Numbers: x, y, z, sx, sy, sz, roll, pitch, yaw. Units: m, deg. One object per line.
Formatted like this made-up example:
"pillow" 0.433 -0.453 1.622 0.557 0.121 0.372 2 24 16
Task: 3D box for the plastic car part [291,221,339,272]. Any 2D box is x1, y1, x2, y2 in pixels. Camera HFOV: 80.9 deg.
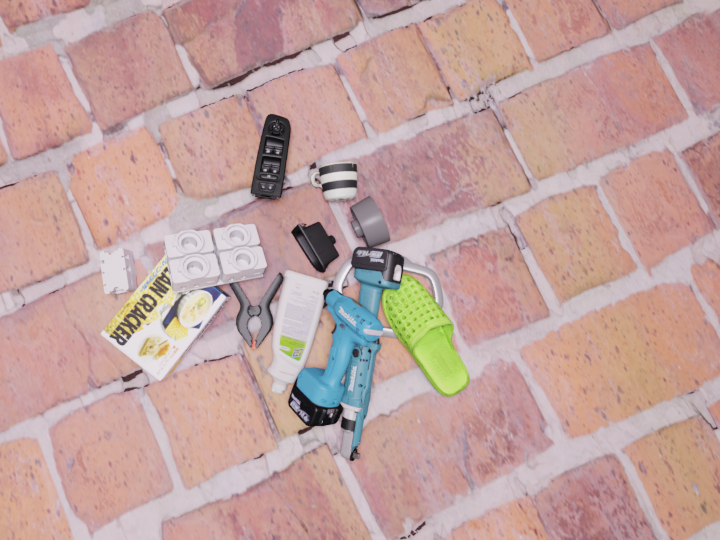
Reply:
"plastic car part" -0.091 -0.060 0.931 0.070 0.067 0.117 -35 90 -22

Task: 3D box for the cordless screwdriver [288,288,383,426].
"cordless screwdriver" -0.065 0.167 0.838 0.169 0.070 0.248 35 103 45

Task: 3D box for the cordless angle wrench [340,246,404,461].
"cordless angle wrench" 0.006 0.166 0.861 0.103 0.070 0.424 6 84 33

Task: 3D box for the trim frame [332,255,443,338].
"trim frame" 0.061 0.053 0.936 0.249 0.027 0.185 9 83 1

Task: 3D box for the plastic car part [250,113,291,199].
"plastic car part" -0.193 -0.250 0.942 0.067 0.066 0.205 5 78 3
